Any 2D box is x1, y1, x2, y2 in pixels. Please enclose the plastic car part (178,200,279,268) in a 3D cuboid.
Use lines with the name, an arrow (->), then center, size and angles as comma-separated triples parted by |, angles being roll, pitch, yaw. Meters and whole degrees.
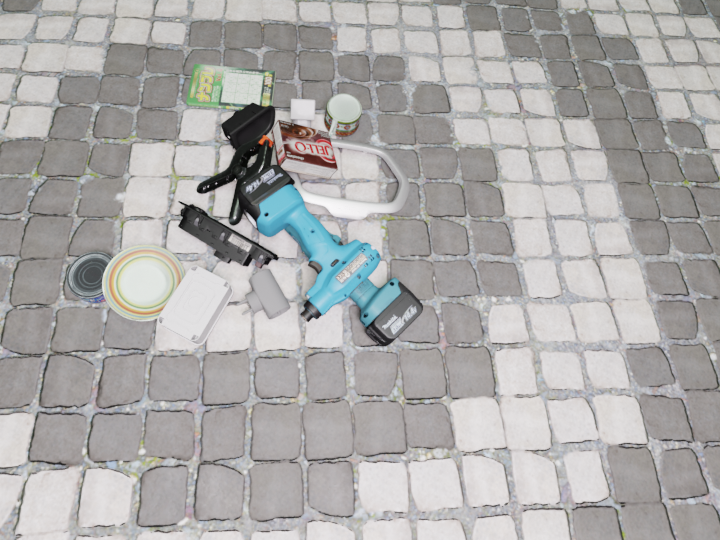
plastic car part -> -0.248, -0.057, 0.762 | 0.206, 0.065, 0.067 | 34, 96, 7

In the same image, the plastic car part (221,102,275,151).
plastic car part -> -0.233, -0.296, 0.853 | 0.074, 0.064, 0.116 | 31, 66, 20

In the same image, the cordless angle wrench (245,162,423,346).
cordless angle wrench -> -0.075, -0.049, 0.764 | 0.097, 0.073, 0.435 | -40, 75, -18

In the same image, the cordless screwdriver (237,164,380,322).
cordless screwdriver -> -0.106, -0.046, 0.694 | 0.255, 0.073, 0.158 | 43, 73, 12

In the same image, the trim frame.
trim frame -> -0.024, -0.183, 0.824 | 0.244, 0.027, 0.189 | 6, 60, -10
